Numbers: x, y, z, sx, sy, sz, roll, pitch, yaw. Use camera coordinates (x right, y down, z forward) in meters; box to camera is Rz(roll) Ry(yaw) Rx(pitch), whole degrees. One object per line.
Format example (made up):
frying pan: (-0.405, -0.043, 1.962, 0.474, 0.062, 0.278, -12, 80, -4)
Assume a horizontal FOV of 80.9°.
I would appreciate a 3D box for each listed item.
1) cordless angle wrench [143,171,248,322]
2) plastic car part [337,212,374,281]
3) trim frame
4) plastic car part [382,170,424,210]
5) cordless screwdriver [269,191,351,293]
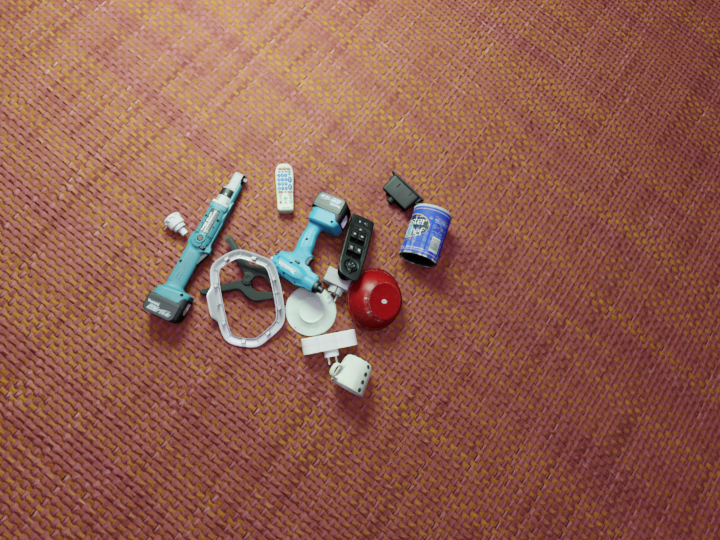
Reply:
cordless angle wrench: (-0.406, -0.075, 1.085, 0.098, 0.074, 0.425, 24, 74, -1)
plastic car part: (-0.022, -0.053, 1.093, 0.064, 0.068, 0.207, 27, 48, -18)
trim frame: (-0.286, 0.071, 1.053, 0.184, 0.028, 0.247, -10, 94, 0)
plastic car part: (0.109, -0.208, 1.163, 0.118, 0.065, 0.071, 43, 91, 7)
cordless screwdriver: (-0.106, -0.069, 1.085, 0.166, 0.071, 0.248, 29, 79, 21)
